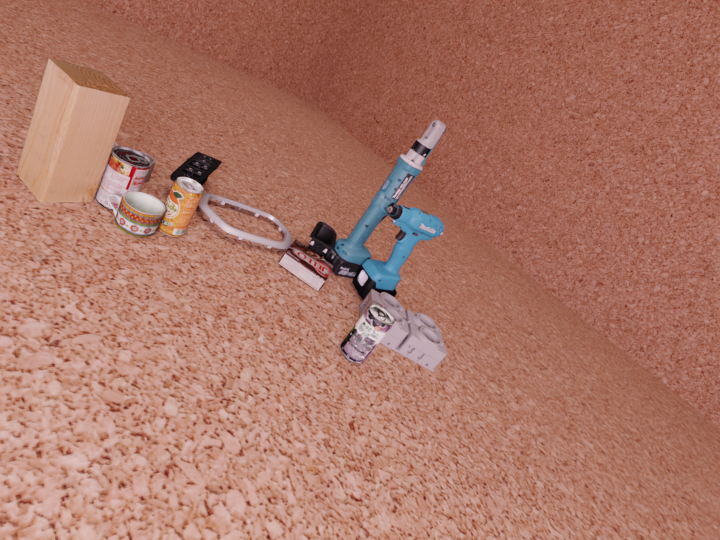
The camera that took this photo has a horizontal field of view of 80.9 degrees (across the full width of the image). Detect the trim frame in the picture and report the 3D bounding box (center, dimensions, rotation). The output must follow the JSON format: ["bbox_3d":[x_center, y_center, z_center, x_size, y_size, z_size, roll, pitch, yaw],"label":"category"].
[{"bbox_3d":[-0.263,-0.115,0.988,0.235,0.027,0.194,14,29,-38],"label":"trim frame"}]

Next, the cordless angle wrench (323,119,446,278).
[{"bbox_3d":[0.059,-0.164,0.997,0.093,0.423,0.078,14,30,-42],"label":"cordless angle wrench"}]

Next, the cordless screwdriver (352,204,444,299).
[{"bbox_3d":[0.067,-0.039,0.980,0.151,0.249,0.078,17,29,-37],"label":"cordless screwdriver"}]

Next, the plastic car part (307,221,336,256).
[{"bbox_3d":[-0.102,-0.067,1.046,0.065,0.071,0.118,31,22,-9],"label":"plastic car part"}]

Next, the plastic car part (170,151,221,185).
[{"bbox_3d":[-0.389,-0.218,0.982,0.065,0.067,0.208,28,23,-15],"label":"plastic car part"}]
